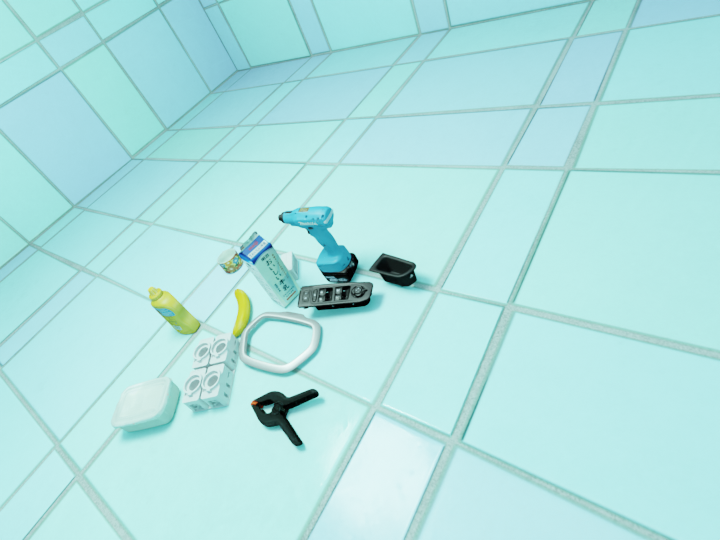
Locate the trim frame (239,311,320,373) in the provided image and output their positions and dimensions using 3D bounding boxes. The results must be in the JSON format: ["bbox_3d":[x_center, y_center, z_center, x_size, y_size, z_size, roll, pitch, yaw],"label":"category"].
[{"bbox_3d":[-0.216,0.180,1.111,0.260,0.026,0.185,3,50,32],"label":"trim frame"}]

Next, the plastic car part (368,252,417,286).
[{"bbox_3d":[0.093,0.009,1.074,0.123,0.067,0.065,19,59,41],"label":"plastic car part"}]

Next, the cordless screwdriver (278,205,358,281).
[{"bbox_3d":[-0.112,-0.073,1.147,0.166,0.236,0.075,3,48,31],"label":"cordless screwdriver"}]

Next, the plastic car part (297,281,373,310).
[{"bbox_3d":[-0.060,0.073,1.101,0.209,0.064,0.068,-9,44,22],"label":"plastic car part"}]
